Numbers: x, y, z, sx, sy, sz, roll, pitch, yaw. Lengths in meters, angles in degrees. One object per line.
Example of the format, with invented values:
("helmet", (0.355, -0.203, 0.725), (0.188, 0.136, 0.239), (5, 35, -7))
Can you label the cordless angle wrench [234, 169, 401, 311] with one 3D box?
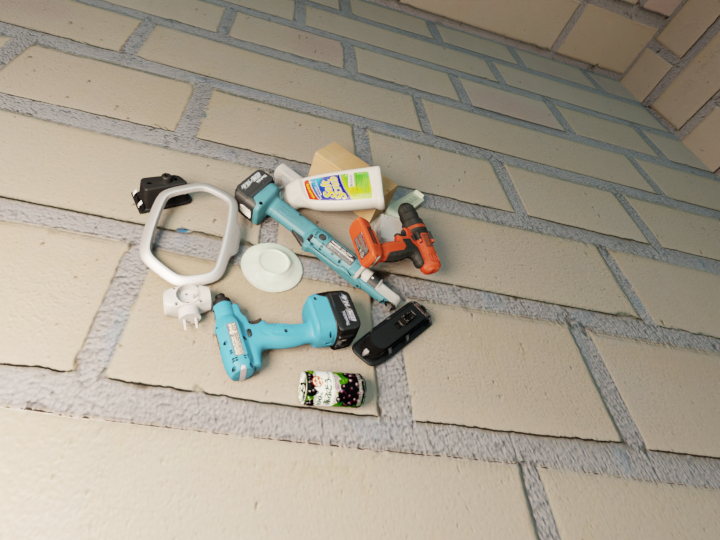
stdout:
("cordless angle wrench", (-0.089, -0.058, 0.913), (0.431, 0.073, 0.097), (37, 59, 10))

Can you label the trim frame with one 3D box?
("trim frame", (-0.332, -0.078, 0.845), (0.180, 0.027, 0.255), (8, 56, -12))

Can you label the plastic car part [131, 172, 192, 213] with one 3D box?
("plastic car part", (-0.420, -0.173, 0.898), (0.113, 0.070, 0.069), (-19, 60, -31))

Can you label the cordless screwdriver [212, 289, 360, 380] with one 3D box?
("cordless screwdriver", (-0.136, 0.089, 0.760), (0.241, 0.073, 0.167), (-12, 54, -24))

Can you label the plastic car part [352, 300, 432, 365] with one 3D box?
("plastic car part", (0.071, 0.116, 0.822), (0.198, 0.067, 0.068), (-30, 73, -35))
